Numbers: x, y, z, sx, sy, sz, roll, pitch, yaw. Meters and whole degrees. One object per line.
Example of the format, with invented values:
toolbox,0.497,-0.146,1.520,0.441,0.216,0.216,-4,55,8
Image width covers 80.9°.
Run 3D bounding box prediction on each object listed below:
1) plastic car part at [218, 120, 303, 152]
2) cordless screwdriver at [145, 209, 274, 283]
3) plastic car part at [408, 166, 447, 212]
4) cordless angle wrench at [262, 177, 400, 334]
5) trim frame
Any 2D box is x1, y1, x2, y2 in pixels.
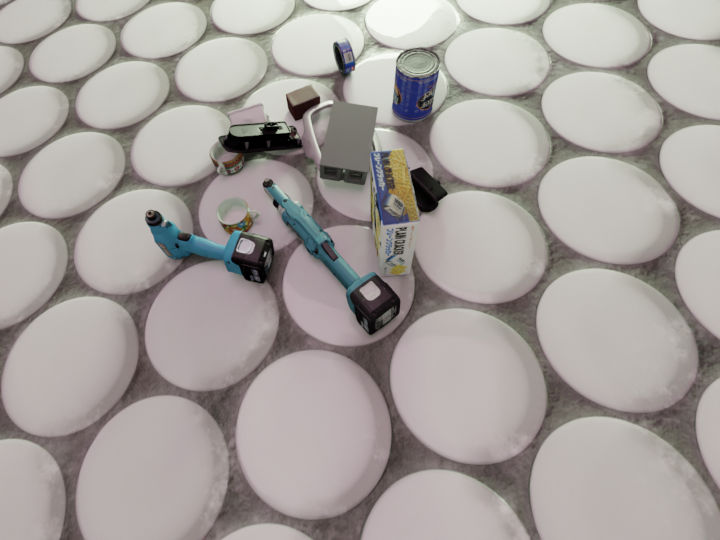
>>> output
plastic car part,-0.232,-0.318,1.001,0.197,0.067,0.068,-16,72,-25
cordless screwdriver,-0.304,-0.055,0.853,0.253,0.155,0.075,13,65,8
plastic car part,0.142,-0.185,0.937,0.069,0.065,0.121,-33,68,-28
cordless angle wrench,-0.086,-0.056,0.878,0.073,0.094,0.443,-35,61,-14
trim frame,-0.049,-0.320,1.027,0.182,0.027,0.256,-14,68,-9
